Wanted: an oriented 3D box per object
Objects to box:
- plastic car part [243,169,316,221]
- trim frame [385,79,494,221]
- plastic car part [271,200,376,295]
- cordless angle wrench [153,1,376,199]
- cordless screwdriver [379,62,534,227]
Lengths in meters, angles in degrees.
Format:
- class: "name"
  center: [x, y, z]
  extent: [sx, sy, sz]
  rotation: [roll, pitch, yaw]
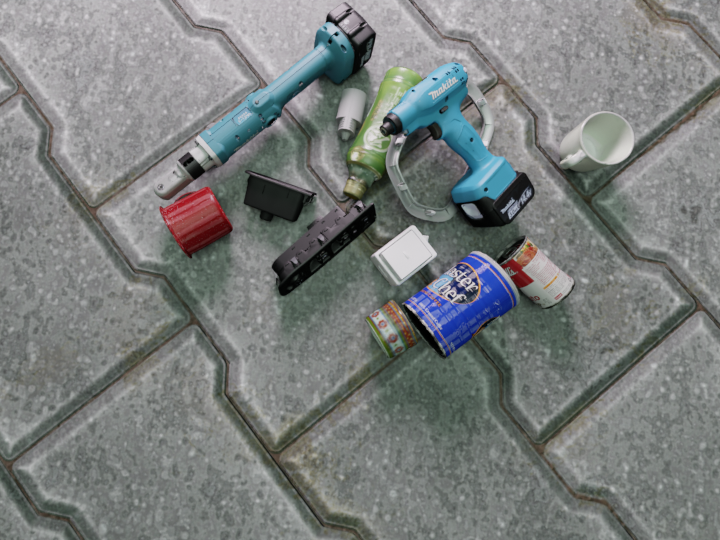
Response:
- class: "plastic car part"
  center: [-0.138, -0.114, 0.688]
  extent: [0.117, 0.066, 0.070]
  rotation: [17, 99, 3]
- class: "trim frame"
  center: [0.138, -0.199, 0.687]
  extent: [0.176, 0.029, 0.249]
  rotation: [30, 80, -24]
- class: "plastic car part"
  center: [-0.066, -0.043, 0.675]
  extent: [0.069, 0.065, 0.202]
  rotation: [44, 85, 11]
- class: "cordless angle wrench"
  center: [-0.157, -0.255, 0.673]
  extent: [0.421, 0.098, 0.075]
  rotation: [-42, 88, -6]
- class: "cordless screwdriver"
  center: [0.144, -0.171, 0.642]
  extent: [0.158, 0.077, 0.243]
  rotation: [-40, 104, -16]
